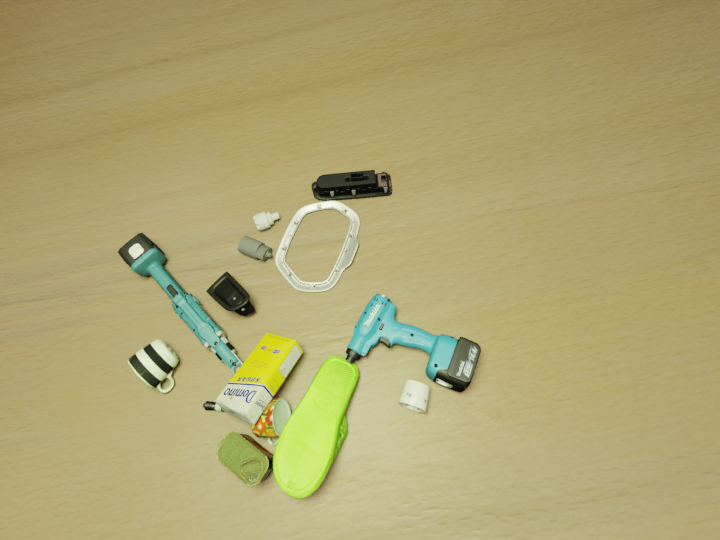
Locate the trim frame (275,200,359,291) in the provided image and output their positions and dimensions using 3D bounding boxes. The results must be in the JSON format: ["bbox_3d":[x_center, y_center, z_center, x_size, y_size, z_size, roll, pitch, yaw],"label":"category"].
[{"bbox_3d":[-0.099,-0.065,1.018,0.189,0.026,0.250,17,68,14],"label":"trim frame"}]

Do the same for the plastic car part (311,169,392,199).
[{"bbox_3d":[-0.025,-0.216,1.059,0.205,0.065,0.067,-6,73,8],"label":"plastic car part"}]

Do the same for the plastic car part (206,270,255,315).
[{"bbox_3d":[-0.283,0.066,0.959,0.123,0.067,0.066,34,74,35],"label":"plastic car part"}]

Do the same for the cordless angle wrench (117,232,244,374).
[{"bbox_3d":[-0.396,0.083,0.965,0.074,0.095,0.438,-43,72,-13],"label":"cordless angle wrench"}]

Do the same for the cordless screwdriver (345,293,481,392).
[{"bbox_3d":[0.101,0.165,0.859,0.259,0.071,0.159,25,68,20],"label":"cordless screwdriver"}]
